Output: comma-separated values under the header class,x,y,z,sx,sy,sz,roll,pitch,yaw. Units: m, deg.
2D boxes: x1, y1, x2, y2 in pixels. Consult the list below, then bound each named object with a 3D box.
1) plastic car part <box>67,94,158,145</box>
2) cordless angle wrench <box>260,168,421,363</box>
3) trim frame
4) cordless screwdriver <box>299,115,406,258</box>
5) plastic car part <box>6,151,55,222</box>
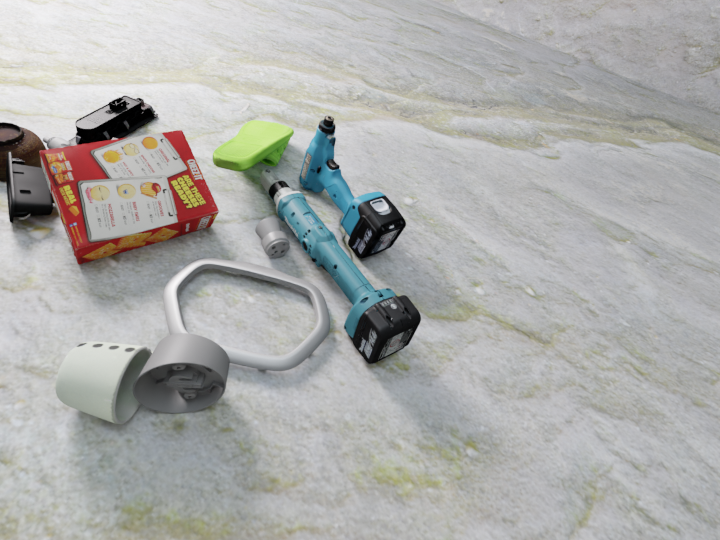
class,x,y,z,sx,sy,sz,roll,pitch,yaw
plastic car part,-0.489,-0.298,0.837,0.066,0.067,0.204,28,48,-3
cordless angle wrench,-0.069,-0.045,0.705,0.072,0.096,0.445,-19,53,-29
trim frame,-0.165,0.056,0.624,0.247,0.027,0.188,12,47,-3
cordless screwdriver,-0.021,-0.154,0.770,0.072,0.157,0.260,-20,59,-34
plastic car part,-0.518,-0.123,0.669,0.068,0.066,0.122,-7,52,-43
